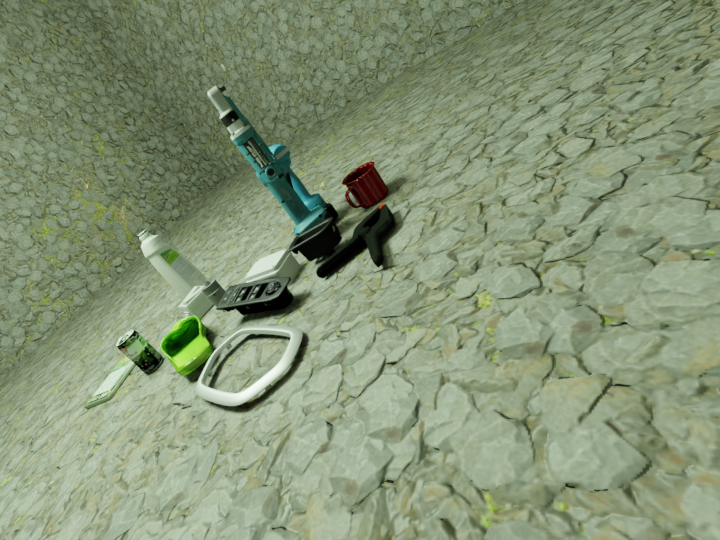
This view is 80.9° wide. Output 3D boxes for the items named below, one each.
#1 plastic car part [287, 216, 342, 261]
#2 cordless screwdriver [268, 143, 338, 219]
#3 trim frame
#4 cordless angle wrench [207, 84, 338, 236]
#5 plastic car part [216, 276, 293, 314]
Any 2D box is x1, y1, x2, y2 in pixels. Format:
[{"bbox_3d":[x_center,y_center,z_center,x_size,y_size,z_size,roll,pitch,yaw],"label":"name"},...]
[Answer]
[{"bbox_3d":[-0.091,-0.060,0.931,0.119,0.068,0.067,-23,26,27],"label":"plastic car part"},{"bbox_3d":[-0.174,-0.210,1.092,0.074,0.240,0.166,-44,23,-19],"label":"cordless screwdriver"},{"bbox_3d":[-0.199,0.157,0.747,0.259,0.026,0.183,-9,37,45],"label":"trim frame"},{"bbox_3d":[-0.203,-0.225,0.957,0.098,0.408,0.077,-37,21,-2],"label":"cordless angle wrench"},{"bbox_3d":[-0.216,0.061,0.889,0.210,0.064,0.066,-15,31,39],"label":"plastic car part"}]
